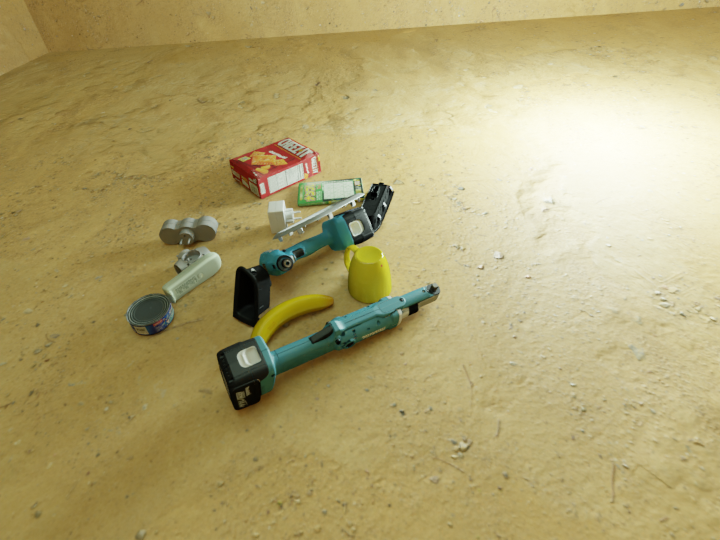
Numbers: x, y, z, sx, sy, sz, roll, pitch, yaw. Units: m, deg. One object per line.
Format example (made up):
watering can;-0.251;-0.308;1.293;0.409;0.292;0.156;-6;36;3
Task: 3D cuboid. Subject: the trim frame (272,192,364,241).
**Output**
trim frame;-0.093;-0.122;0.966;0.191;0.027;0.243;-12;20;48

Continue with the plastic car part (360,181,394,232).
plastic car part;0.036;-0.164;1.049;0.068;0.065;0.205;13;47;9

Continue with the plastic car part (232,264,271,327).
plastic car part;-0.203;0.041;0.824;0.069;0.115;0.069;20;23;25

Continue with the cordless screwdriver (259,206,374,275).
cordless screwdriver;-0.087;-0.057;0.888;0.244;0.073;0.164;-27;12;-20

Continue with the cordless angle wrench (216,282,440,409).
cordless angle wrench;-0.033;0.108;0.739;0.413;0.095;0.078;-20;55;-21
